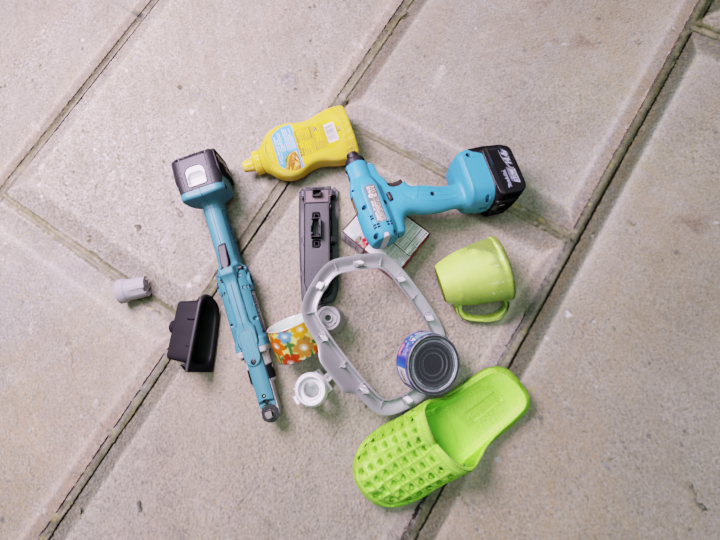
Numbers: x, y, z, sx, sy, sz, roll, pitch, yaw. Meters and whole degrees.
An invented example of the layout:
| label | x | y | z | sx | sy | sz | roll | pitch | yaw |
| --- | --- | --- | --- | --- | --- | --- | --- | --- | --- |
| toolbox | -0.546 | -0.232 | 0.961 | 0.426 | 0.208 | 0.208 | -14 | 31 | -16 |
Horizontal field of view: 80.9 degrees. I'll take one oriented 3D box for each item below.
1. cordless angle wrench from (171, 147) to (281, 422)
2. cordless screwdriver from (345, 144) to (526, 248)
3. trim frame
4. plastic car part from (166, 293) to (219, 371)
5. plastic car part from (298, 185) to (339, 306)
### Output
| label | x | y | z | sx | sy | sz | roll | pitch | yaw |
| --- | --- | --- | --- | --- | --- | --- | --- | --- | --- |
| cordless angle wrench | -0.196 | 0.020 | 0.659 | 0.074 | 0.096 | 0.429 | -19 | 80 | -1 |
| cordless screwdriver | 0.105 | -0.136 | 0.647 | 0.246 | 0.073 | 0.164 | -15 | 69 | -7 |
| trim frame | 0.025 | 0.089 | 0.607 | 0.182 | 0.028 | 0.245 | -38 | 99 | -15 |
| plastic car part | -0.267 | 0.097 | 0.661 | 0.073 | 0.063 | 0.118 | -4 | 74 | 17 |
| plastic car part | -0.066 | -0.043 | 0.671 | 0.066 | 0.067 | 0.205 | -1 | 80 | -4 |
